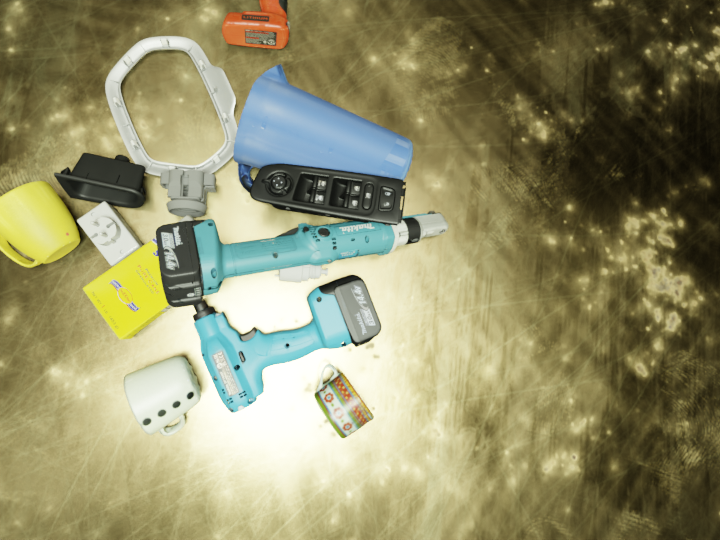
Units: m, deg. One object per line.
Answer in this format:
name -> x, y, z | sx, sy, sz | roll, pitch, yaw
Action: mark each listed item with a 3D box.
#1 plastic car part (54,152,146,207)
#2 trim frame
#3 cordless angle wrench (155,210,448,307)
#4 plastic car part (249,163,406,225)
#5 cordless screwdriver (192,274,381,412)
plastic car part -> -0.367, -0.138, 0.621 | 0.115, 0.065, 0.072 | 7, 68, -9
trim frame -> -0.290, -0.257, 0.659 | 0.182, 0.027, 0.252 | -23, 82, -9
cordless angle wrench -> -0.058, -0.038, 0.595 | 0.412, 0.073, 0.102 | -10, 56, -19
plastic car part -> -0.046, -0.102, 0.575 | 0.203, 0.066, 0.067 | 10, 80, 0
cordless screwdriver -> -0.107, 0.074, 0.601 | 0.247, 0.074, 0.161 | -26, 85, -5
